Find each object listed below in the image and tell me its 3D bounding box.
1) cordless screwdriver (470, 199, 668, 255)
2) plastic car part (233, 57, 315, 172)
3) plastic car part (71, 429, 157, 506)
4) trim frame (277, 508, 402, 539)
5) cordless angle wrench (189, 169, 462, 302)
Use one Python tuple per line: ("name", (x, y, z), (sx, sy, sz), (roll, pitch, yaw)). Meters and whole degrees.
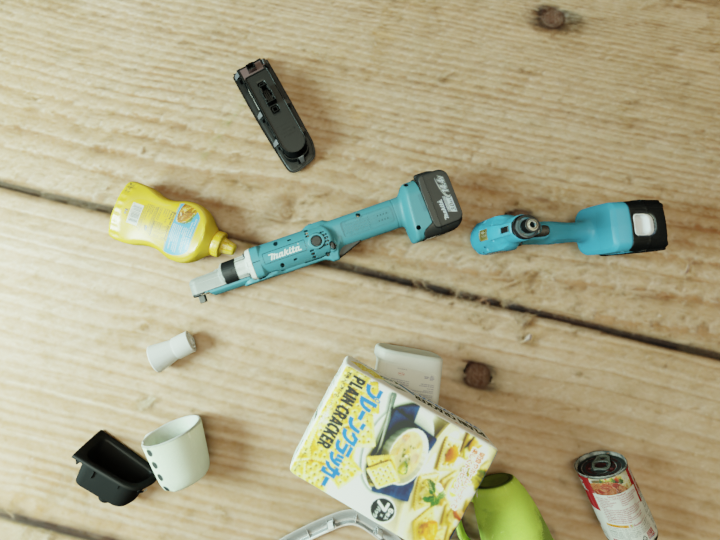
("cordless screwdriver", (0.301, -0.058, 0.598), (0.248, 0.159, 0.075), (-3, 87, -2))
("plastic car part", (-0.135, -0.257, 0.680), (0.066, 0.067, 0.204), (-28, 87, -10))
("plastic car part", (-0.372, 0.308, 0.629), (0.117, 0.066, 0.071), (35, 101, 0))
("trim frame", (-0.043, 0.463, 0.617), (0.247, 0.027, 0.186), (-25, 85, -3))
("cordless angle wrench", (-0.064, -0.042, 0.651), (0.424, 0.073, 0.099), (-19, 85, 1))
